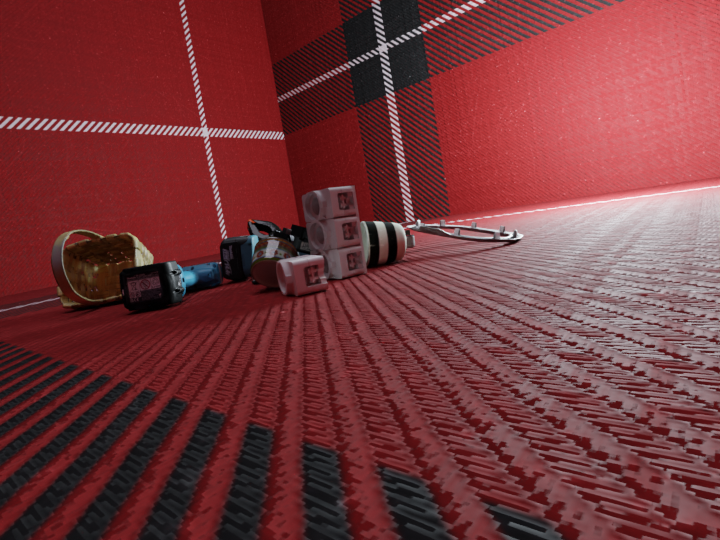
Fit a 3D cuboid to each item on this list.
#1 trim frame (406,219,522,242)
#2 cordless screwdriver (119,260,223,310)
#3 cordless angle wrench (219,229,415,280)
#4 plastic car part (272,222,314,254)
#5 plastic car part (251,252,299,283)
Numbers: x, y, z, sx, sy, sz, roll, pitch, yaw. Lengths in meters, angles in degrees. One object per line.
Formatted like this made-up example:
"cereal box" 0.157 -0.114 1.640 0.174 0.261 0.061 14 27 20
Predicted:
"trim frame" 0.212 -0.085 0.880 0.177 0.027 0.262 -7 16 -31
"cordless screwdriver" -0.381 0.024 0.822 0.160 0.074 0.248 -10 3 2
"cordless angle wrench" -0.092 -0.043 0.936 0.424 0.097 0.074 -5 4 2
"plastic car part" -0.080 -0.052 0.815 0.192 0.067 0.070 18 -8 -41
"plastic car part" -0.163 -0.015 0.836 0.116 0.071 0.066 -7 4 -1
